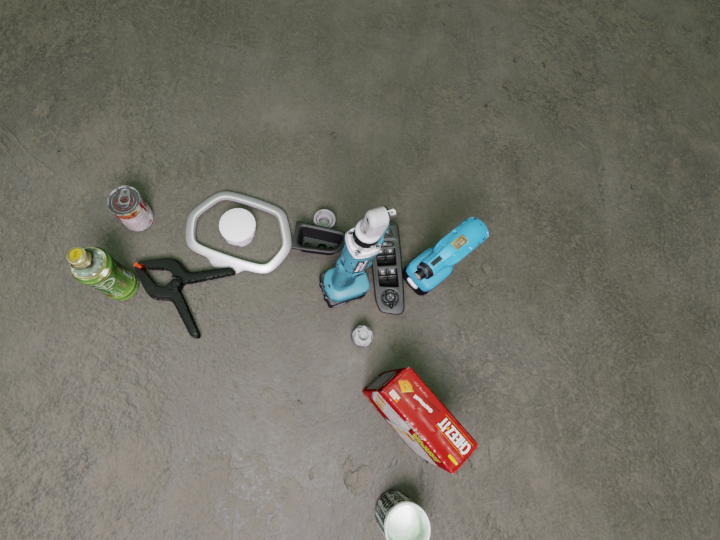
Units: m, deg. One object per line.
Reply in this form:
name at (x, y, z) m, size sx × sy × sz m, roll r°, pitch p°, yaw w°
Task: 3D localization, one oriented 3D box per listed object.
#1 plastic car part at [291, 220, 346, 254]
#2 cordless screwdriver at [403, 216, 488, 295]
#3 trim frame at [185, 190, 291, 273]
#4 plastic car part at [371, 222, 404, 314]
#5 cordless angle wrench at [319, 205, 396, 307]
plastic car part at (-0.093, -0.061, 0.946) m, size 0.116 × 0.070 × 0.067 m, roll 11°, pitch 72°, yaw -2°
cordless screwdriver at (0.144, -0.008, 0.851) m, size 0.157 × 0.247 × 0.076 m, roll -37°, pitch 82°, yaw -16°
trim frame at (-0.277, -0.086, 0.965) m, size 0.250 × 0.027 × 0.186 m, roll 17°, pitch 71°, yaw 2°
plastic car part at (0.055, 0.000, 0.937) m, size 0.066 × 0.066 × 0.207 m, roll -2°, pitch 71°, yaw -7°
cordless angle wrench at (-0.011, -0.016, 0.752) m, size 0.096 × 0.419 × 0.076 m, roll -16°, pitch 77°, yaw -13°
